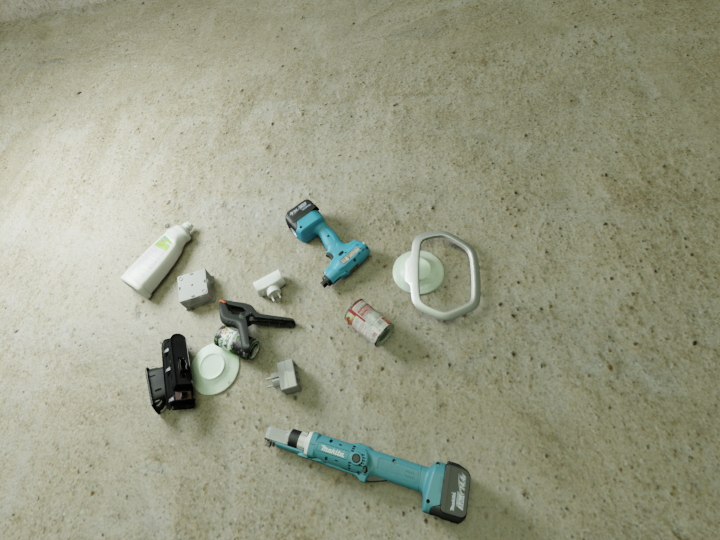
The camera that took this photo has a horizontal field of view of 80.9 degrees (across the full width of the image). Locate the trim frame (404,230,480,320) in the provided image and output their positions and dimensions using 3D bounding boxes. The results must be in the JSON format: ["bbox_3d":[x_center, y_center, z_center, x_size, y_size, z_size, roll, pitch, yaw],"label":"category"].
[{"bbox_3d":[0.203,0.007,1.051,0.185,0.027,0.254,5,63,2],"label":"trim frame"}]

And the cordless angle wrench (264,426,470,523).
[{"bbox_3d":[-0.003,0.389,0.860,0.438,0.071,0.099,9,62,19],"label":"cordless angle wrench"}]

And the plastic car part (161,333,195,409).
[{"bbox_3d":[-0.446,0.234,1.032,0.063,0.066,0.214,1,39,-32],"label":"plastic car part"}]

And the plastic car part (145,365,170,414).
[{"bbox_3d":[-0.483,0.278,1.039,0.069,0.064,0.122,-16,53,-17],"label":"plastic car part"}]

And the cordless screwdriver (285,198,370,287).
[{"bbox_3d":[-0.113,-0.074,1.160,0.158,0.071,0.260,-42,64,-14],"label":"cordless screwdriver"}]
